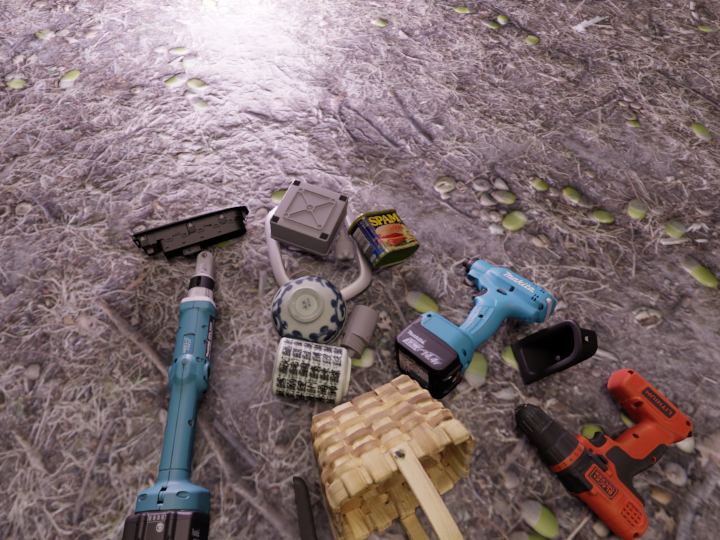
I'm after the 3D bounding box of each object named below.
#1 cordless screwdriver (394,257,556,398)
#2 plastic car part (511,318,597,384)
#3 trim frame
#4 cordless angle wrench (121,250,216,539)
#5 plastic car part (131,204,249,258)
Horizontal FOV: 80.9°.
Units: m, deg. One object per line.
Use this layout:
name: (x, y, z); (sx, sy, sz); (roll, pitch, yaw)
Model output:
cordless screwdriver: (0.156, 0.070, 0.656); (0.244, 0.071, 0.168); (-31, 44, -21)
plastic car part: (0.296, 0.118, 0.619); (0.068, 0.117, 0.068); (10, 55, -27)
trim frame: (-0.074, -0.049, 0.759); (0.182, 0.027, 0.259); (-13, 57, -9)
cordless angle wrench: (-0.239, 0.147, 0.592); (0.074, 0.095, 0.438); (-5, 54, -4)
plastic car part: (-0.286, -0.065, 0.742); (0.199, 0.065, 0.069); (-23, 72, -16)
